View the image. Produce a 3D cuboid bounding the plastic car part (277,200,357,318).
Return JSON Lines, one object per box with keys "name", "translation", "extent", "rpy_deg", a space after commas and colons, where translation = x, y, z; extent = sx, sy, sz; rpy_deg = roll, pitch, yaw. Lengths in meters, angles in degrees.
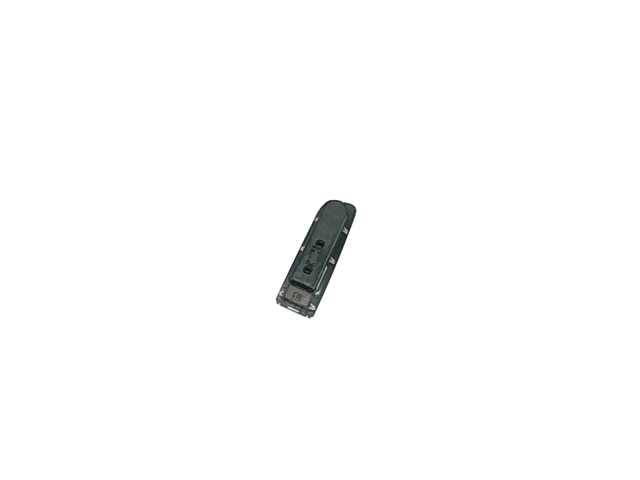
{"name": "plastic car part", "translation": [-0.003, 0.016, 0.675], "extent": [0.066, 0.202, 0.067], "rpy_deg": [20, -19, 15]}
